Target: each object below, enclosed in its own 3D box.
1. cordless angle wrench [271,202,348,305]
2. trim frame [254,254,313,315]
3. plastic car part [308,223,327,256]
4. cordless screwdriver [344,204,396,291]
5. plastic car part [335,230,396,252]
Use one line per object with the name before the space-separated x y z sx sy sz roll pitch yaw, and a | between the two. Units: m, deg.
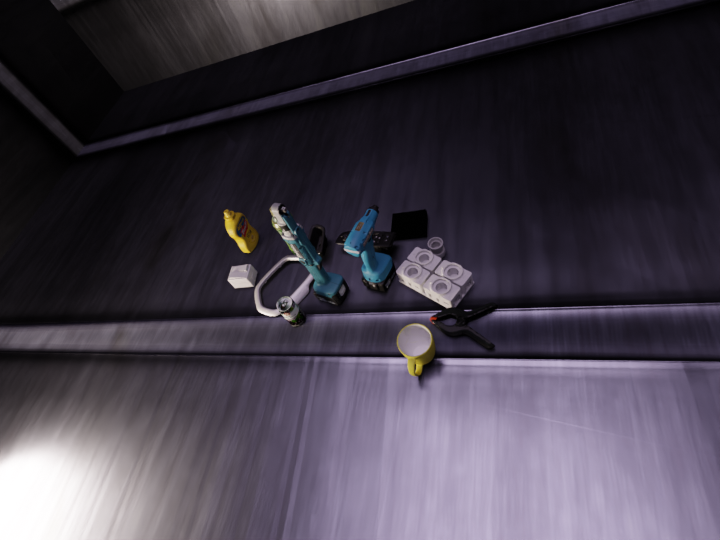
cordless angle wrench | -0.146 -0.043 1.176 0.103 0.401 0.074 13 61 30
trim frame | -0.251 0.045 1.409 0.195 0.026 0.247 31 72 38
plastic car part | -0.140 -0.092 1.433 0.068 0.067 0.119 -5 54 21
cordless screwdriver | 0.039 -0.060 1.214 0.078 0.236 0.159 13 61 30
plastic car part | 0.018 -0.091 1.362 0.212 0.063 0.067 7 58 29
